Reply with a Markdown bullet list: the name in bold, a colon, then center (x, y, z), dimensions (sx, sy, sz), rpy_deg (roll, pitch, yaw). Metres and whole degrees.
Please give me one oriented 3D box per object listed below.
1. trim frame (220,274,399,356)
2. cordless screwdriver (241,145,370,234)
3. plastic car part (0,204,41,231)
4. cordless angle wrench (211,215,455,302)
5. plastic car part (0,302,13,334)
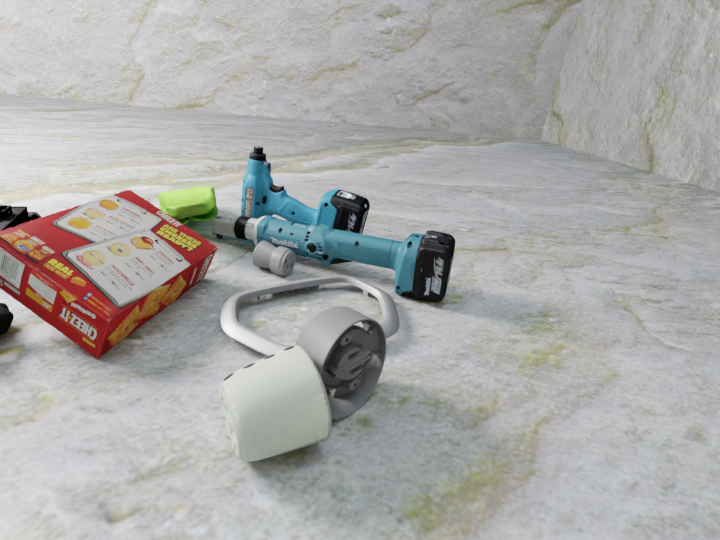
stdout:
- **trim frame**: center (-0.063, 0.054, 0.565), dimensions (0.240, 0.027, 0.195), rpy_deg (-12, 32, -30)
- **cordless screwdriver**: center (-0.109, -0.137, 0.799), dimensions (0.255, 0.156, 0.074), rpy_deg (15, 25, 13)
- **plastic car part**: center (-0.555, -0.060, 0.655), dimensions (0.064, 0.066, 0.213), rpy_deg (4, 27, -23)
- **cordless angle wrench**: center (-0.068, -0.045, 0.700), dimensions (0.438, 0.096, 0.073), rpy_deg (12, 28, 19)
- **plastic car part**: center (-0.432, 0.050, 0.463), dimensions (0.120, 0.065, 0.069), rpy_deg (18, 12, 15)
